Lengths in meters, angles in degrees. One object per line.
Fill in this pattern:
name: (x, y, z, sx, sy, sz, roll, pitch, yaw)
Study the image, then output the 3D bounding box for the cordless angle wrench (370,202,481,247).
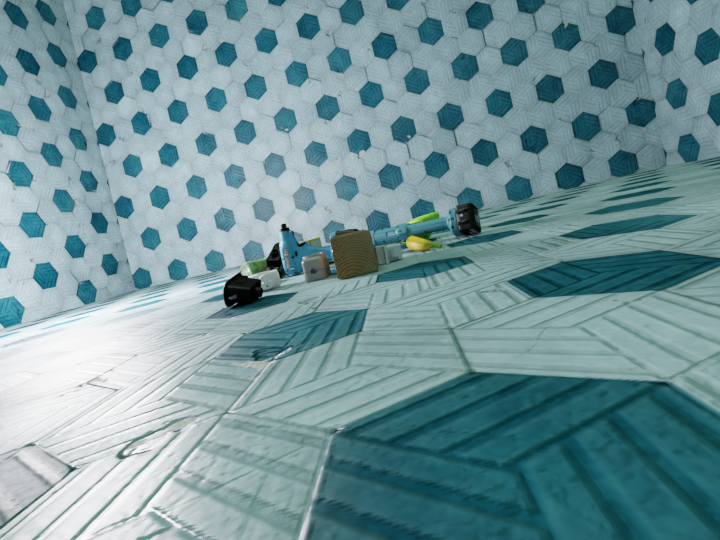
cordless angle wrench: (0.135, -0.114, 1.276, 0.439, 0.075, 0.093, -10, -12, 30)

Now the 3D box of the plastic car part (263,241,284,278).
plastic car part: (-0.268, -0.039, 1.352, 0.067, 0.065, 0.206, -10, 22, 7)

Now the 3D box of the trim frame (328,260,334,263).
trim frame: (-0.016, -0.057, 1.421, 0.256, 0.027, 0.180, -9, 8, 20)

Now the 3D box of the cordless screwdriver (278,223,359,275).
cordless screwdriver: (-0.122, -0.080, 1.245, 0.254, 0.158, 0.073, -10, 3, 16)

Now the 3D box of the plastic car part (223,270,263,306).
plastic car part: (-0.242, 0.043, 0.897, 0.071, 0.065, 0.117, 1, 8, -1)
